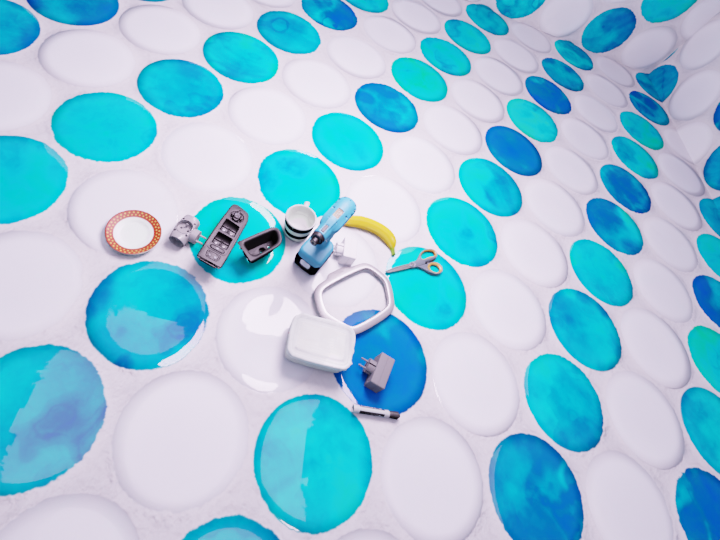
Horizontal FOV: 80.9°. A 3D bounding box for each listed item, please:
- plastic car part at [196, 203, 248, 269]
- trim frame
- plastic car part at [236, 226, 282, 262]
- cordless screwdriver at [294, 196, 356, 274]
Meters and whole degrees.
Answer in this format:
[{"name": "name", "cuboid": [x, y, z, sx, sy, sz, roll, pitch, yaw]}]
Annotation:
[{"name": "plastic car part", "cuboid": [-0.350, -0.084, 1.094, 0.065, 0.067, 0.205, 24, 55, -8]}, {"name": "trim frame", "cuboid": [-0.013, 0.070, 1.147, 0.242, 0.027, 0.189, -27, 72, -31]}, {"name": "plastic car part", "cuboid": [-0.261, -0.059, 1.108, 0.114, 0.071, 0.068, -30, 76, -33]}, {"name": "cordless screwdriver", "cuboid": [-0.104, -0.068, 1.063, 0.075, 0.249, 0.158, 39, 54, -1]}]
